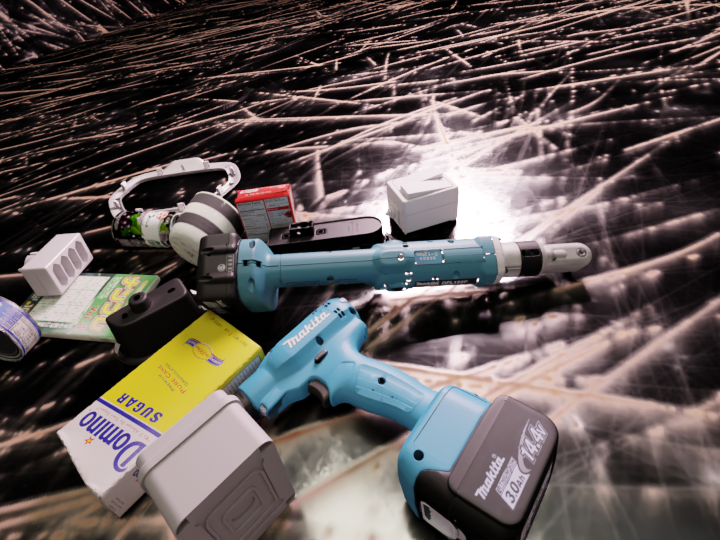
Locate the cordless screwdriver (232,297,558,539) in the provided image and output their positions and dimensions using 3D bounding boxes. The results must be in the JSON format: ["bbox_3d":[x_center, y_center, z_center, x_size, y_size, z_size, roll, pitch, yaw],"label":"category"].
[{"bbox_3d":[0.009,0.125,0.346,0.263,0.071,0.157,25,53,39],"label":"cordless screwdriver"}]

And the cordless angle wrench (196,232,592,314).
[{"bbox_3d":[0.036,-0.004,0.471,0.425,0.095,0.076,-3,71,3],"label":"cordless angle wrench"}]

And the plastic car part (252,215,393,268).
[{"bbox_3d":[-0.054,-0.035,0.550,0.204,0.065,0.068,-4,30,4],"label":"plastic car part"}]

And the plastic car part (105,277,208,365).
[{"bbox_3d":[-0.234,0.052,0.484,0.114,0.068,0.070,-29,44,-25],"label":"plastic car part"}]

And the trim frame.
[{"bbox_3d":[-0.340,-0.153,0.771,0.251,0.026,0.190,-8,40,6],"label":"trim frame"}]
